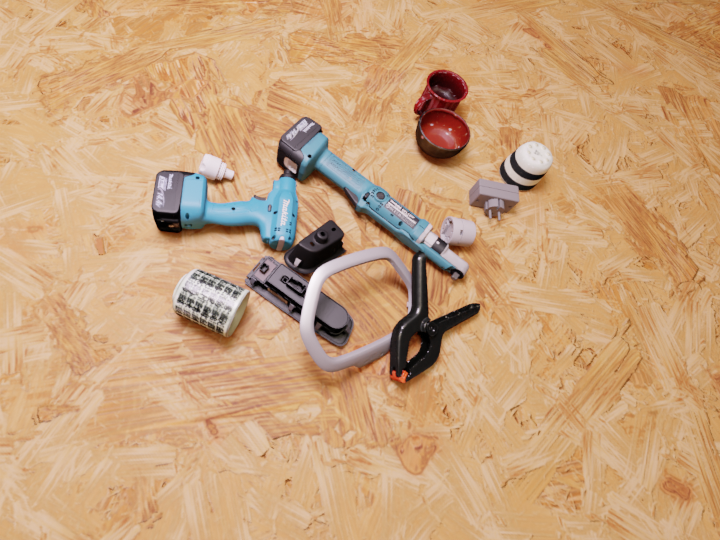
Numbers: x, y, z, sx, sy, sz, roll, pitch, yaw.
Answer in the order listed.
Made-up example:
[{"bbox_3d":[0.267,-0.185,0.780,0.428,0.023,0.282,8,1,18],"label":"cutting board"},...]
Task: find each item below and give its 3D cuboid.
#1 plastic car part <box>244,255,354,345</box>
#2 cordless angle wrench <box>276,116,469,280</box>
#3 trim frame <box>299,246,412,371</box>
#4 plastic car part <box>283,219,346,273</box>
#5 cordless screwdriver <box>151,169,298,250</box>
[{"bbox_3d":[-0.094,0.044,0.706,0.205,0.067,0.066,36,57,5],"label":"plastic car part"},{"bbox_3d":[0.028,-0.128,0.802,0.429,0.074,0.097,38,65,7],"label":"cordless angle wrench"},{"bbox_3d":[0.005,0.061,0.679,0.240,0.029,0.183,-18,97,-37],"label":"trim frame"},{"bbox_3d":[-0.072,-0.047,0.731,0.067,0.071,0.114,46,49,9],"label":"plastic car part"},{"bbox_3d":[-0.234,-0.129,0.758,0.244,0.074,0.163,8,64,-10],"label":"cordless screwdriver"}]
